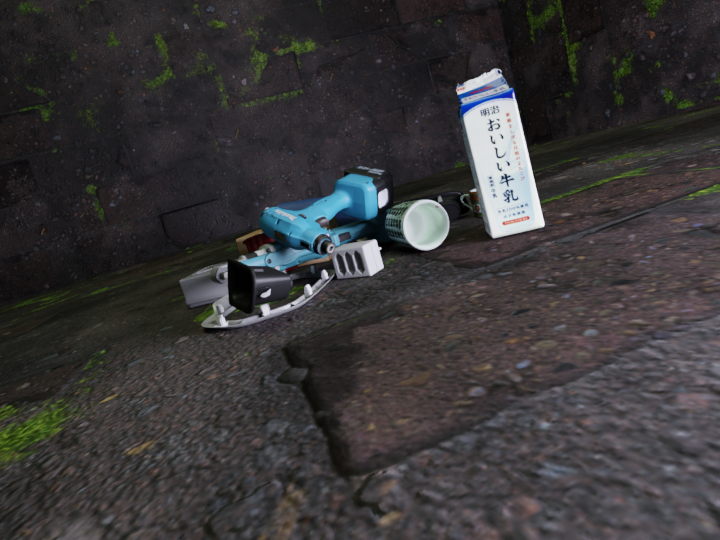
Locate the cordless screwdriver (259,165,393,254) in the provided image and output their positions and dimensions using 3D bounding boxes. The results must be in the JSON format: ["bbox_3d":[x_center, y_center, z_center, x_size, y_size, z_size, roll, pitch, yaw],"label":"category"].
[{"bbox_3d":[-0.033,-0.102,0.727,0.243,0.072,0.168,-32,40,-34],"label":"cordless screwdriver"}]

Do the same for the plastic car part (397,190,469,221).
[{"bbox_3d":[0.130,-0.123,0.918,0.208,0.064,0.067,-12,21,18],"label":"plastic car part"}]

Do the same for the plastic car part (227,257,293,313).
[{"bbox_3d":[-0.126,0.018,0.549,0.068,0.065,0.122,-5,7,-33],"label":"plastic car part"}]

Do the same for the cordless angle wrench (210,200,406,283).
[{"bbox_3d":[-0.076,-0.050,0.776,0.409,0.073,0.102,-21,12,-36],"label":"cordless angle wrench"}]

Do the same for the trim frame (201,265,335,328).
[{"bbox_3d":[-0.138,0.035,0.653,0.189,0.027,0.246,-13,14,19],"label":"trim frame"}]
